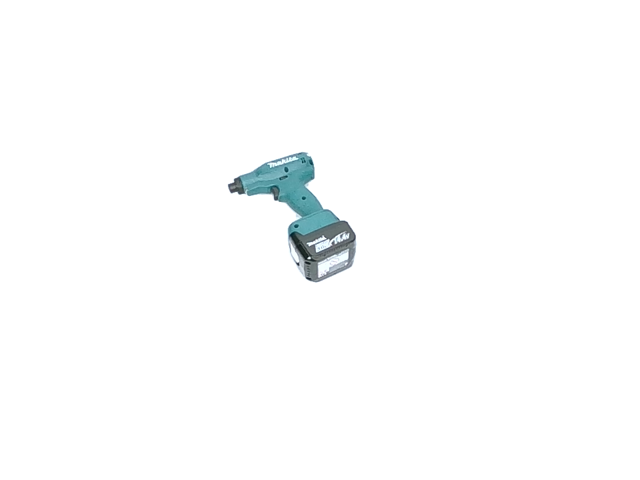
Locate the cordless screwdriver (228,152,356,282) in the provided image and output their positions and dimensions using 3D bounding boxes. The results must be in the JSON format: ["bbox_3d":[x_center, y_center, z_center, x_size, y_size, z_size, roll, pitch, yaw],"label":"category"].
[{"bbox_3d":[-0.051,-0.045,0.720,0.159,0.249,0.074,-20,-35,-13],"label":"cordless screwdriver"}]
